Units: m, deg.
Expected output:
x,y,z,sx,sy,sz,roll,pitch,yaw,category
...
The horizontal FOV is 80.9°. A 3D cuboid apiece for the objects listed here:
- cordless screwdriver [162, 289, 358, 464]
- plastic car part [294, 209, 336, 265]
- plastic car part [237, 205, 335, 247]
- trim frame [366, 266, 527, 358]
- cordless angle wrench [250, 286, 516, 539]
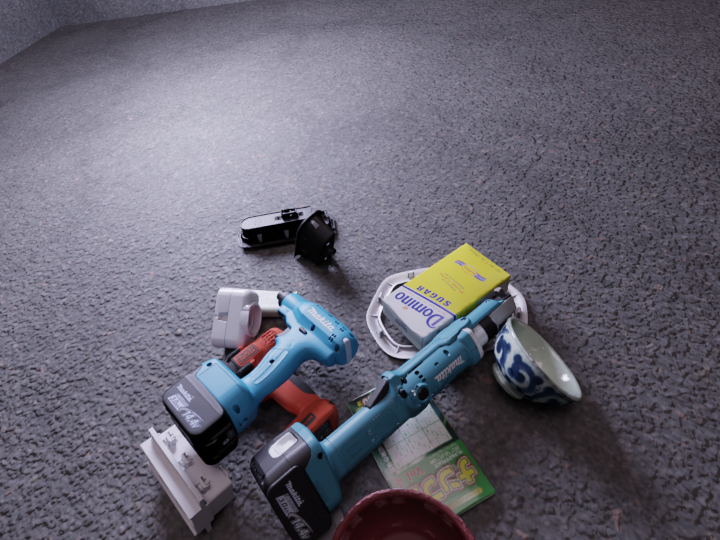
x,y,z,sx,sy,sz,roll,pitch,yaw,category
-0.142,0.122,0.576,0.244,0.072,0.168,-33,47,-28,cordless screwdriver
-0.075,-0.049,0.772,0.065,0.115,0.073,-39,77,-24,plastic car part
-0.156,-0.091,0.854,0.204,0.064,0.069,-12,51,5,plastic car part
0.133,0.062,0.671,0.250,0.026,0.191,-8,48,3,trim frame
0.062,0.151,0.542,0.416,0.096,0.077,-34,12,-23,cordless angle wrench
